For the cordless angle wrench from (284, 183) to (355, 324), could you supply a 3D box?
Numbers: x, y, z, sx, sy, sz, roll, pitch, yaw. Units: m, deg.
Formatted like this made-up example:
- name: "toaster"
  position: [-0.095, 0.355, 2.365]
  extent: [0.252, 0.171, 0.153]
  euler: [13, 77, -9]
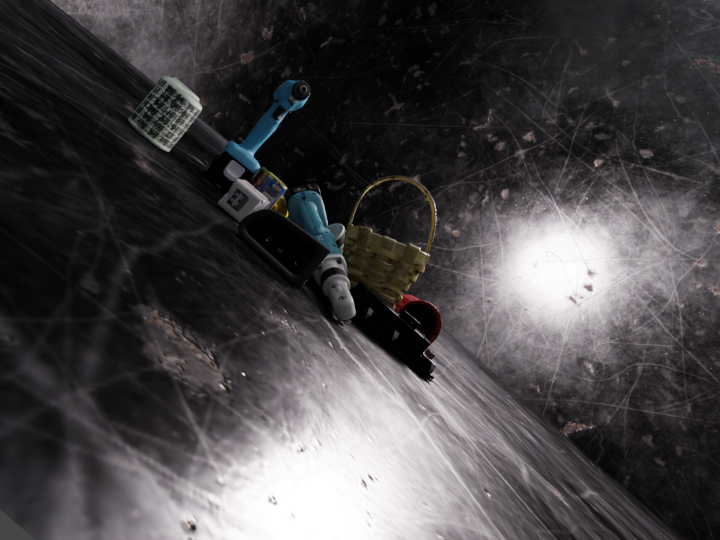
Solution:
- name: "cordless angle wrench"
  position: [-0.071, -0.046, 0.727]
  extent: [0.440, 0.074, 0.095]
  euler: [-118, -165, -60]

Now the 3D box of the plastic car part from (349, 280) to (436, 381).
- name: "plastic car part"
  position: [0.046, 0.087, 0.661]
  extent: [0.200, 0.067, 0.067]
  euler: [37, 12, -8]

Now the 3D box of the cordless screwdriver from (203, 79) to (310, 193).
- name: "cordless screwdriver"
  position: [-0.186, -0.251, 0.787]
  extent: [0.071, 0.249, 0.166]
  euler: [39, 0, -26]

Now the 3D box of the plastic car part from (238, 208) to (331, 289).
- name: "plastic car part"
  position: [-0.105, -0.031, 0.573]
  extent: [0.119, 0.066, 0.070]
  euler: [38, -12, 9]
